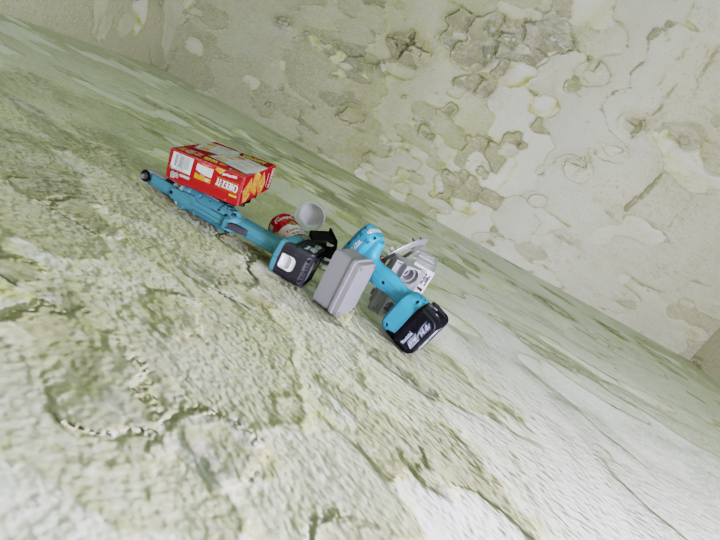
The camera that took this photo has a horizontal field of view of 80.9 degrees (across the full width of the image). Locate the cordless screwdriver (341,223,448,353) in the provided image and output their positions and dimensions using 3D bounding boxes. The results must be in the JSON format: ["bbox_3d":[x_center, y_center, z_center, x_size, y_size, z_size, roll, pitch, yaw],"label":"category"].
[{"bbox_3d":[0.038,0.048,0.829,0.258,0.160,0.071,53,27,21],"label":"cordless screwdriver"}]

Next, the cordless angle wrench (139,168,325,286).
[{"bbox_3d":[-0.276,-0.107,0.867,0.432,0.074,0.096,29,16,11],"label":"cordless angle wrench"}]

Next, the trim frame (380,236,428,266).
[{"bbox_3d":[0.073,-0.031,1.016,0.028,0.187,0.241,60,22,4],"label":"trim frame"}]

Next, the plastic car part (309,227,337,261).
[{"bbox_3d":[-0.097,-0.064,0.993,0.069,0.065,0.121,6,22,-16],"label":"plastic car part"}]

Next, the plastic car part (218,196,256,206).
[{"bbox_3d":[-0.349,-0.193,0.996,0.206,0.066,0.066,26,24,8],"label":"plastic car part"}]
